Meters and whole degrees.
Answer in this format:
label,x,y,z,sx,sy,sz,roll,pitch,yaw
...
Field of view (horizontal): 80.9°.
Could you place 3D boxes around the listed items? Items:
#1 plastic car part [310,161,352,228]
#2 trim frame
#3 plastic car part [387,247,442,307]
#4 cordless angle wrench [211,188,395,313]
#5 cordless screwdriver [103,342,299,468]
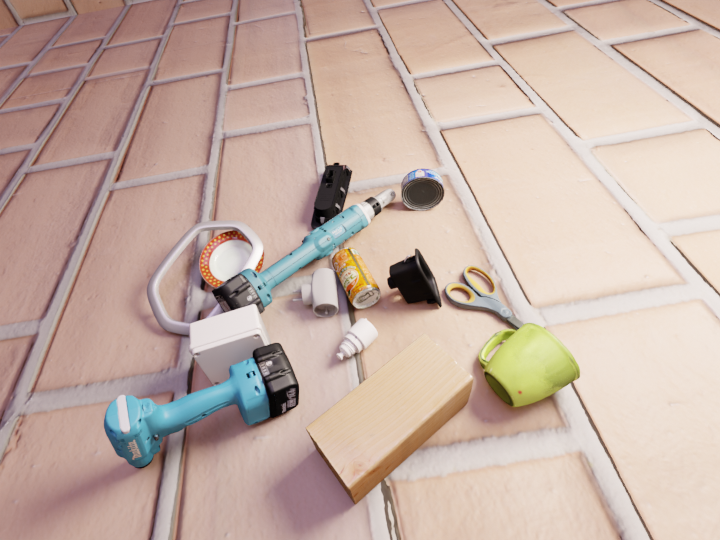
label,x,y,z,sx,sy,sz,roll,pitch,yaw
plastic car part,-0.063,-0.173,0.920,0.067,0.065,0.207,7,53,4
trim frame,-0.291,0.006,0.799,0.190,0.026,0.249,23,65,16
plastic car part,0.083,0.015,0.707,0.072,0.110,0.068,-23,46,20
cordless angle wrench,-0.078,-0.051,0.801,0.416,0.073,0.101,-38,11,-27
cordless screwdriver,-0.213,0.199,0.596,0.242,0.156,0.078,-14,51,-24
